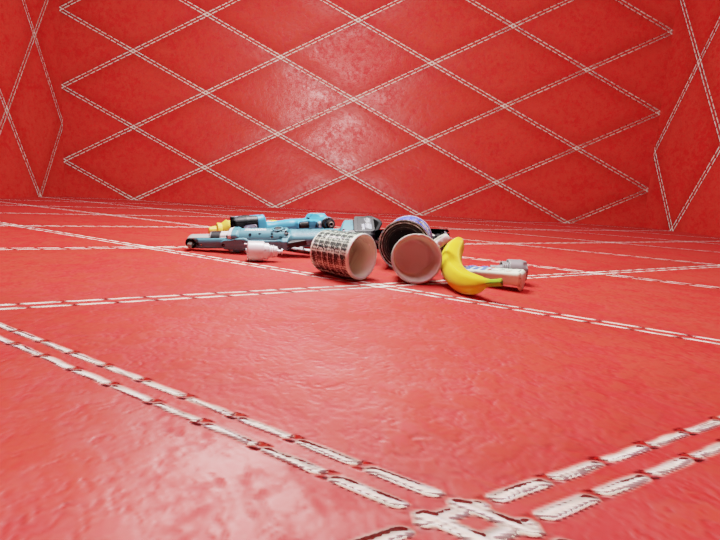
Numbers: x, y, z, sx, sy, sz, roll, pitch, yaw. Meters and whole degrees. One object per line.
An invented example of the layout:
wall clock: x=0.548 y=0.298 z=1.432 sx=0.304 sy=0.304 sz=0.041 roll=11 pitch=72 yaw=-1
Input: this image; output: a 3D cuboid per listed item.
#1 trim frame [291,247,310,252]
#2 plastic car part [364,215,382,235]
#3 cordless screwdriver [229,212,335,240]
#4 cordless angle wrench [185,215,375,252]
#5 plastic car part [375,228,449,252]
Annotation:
trim frame: x=-0.107 y=-0.070 z=1.096 sx=0.184 sy=0.027 sz=0.251 roll=4 pitch=9 yaw=-2
plastic car part: x=0.018 y=-0.097 z=1.148 sx=0.068 sy=0.070 sz=0.115 roll=16 pitch=27 yaw=12
cordless screwdriver: x=-0.192 y=-0.107 z=1.040 sx=0.242 sy=0.073 sz=0.165 roll=-8 pitch=10 yaw=-20
cordless angle wrench: x=-0.182 y=-0.070 z=0.947 sx=0.426 sy=0.072 sz=0.100 roll=0 pitch=29 yaw=4
plastic car part: x=0.131 y=-0.067 z=1.075 sx=0.201 sy=0.065 sz=0.069 roll=3 pitch=35 yaw=-7
